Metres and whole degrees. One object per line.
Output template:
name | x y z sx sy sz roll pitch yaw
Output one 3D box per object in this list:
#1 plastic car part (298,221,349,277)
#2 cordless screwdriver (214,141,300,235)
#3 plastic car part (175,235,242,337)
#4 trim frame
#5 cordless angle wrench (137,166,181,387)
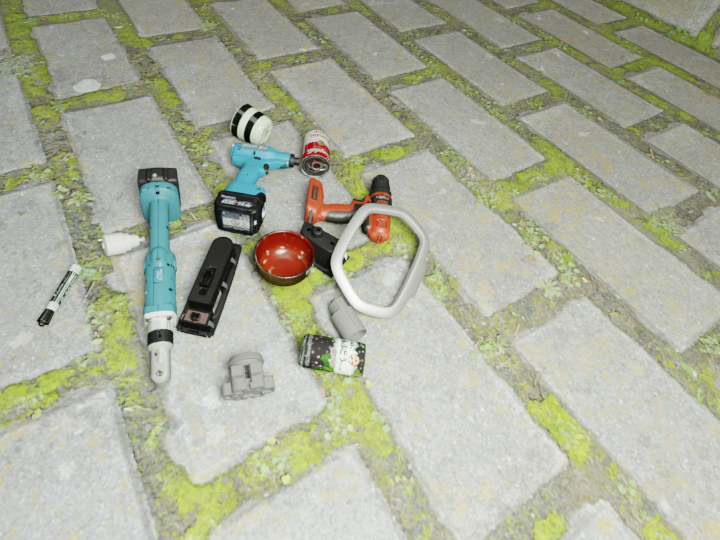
plastic car part | -0.081 -0.053 0.828 0.120 0.070 0.065 34 54 14
cordless screwdriver | -0.220 -0.187 0.916 0.158 0.072 0.256 5 48 -4
plastic car part | -0.270 0.014 0.762 0.067 0.065 0.207 6 49 3
trim frame | 0.044 -0.025 0.812 0.182 0.028 0.249 31 59 -5
cordless angle wrench | -0.355 -0.007 0.751 0.072 0.096 0.440 -5 56 -18
